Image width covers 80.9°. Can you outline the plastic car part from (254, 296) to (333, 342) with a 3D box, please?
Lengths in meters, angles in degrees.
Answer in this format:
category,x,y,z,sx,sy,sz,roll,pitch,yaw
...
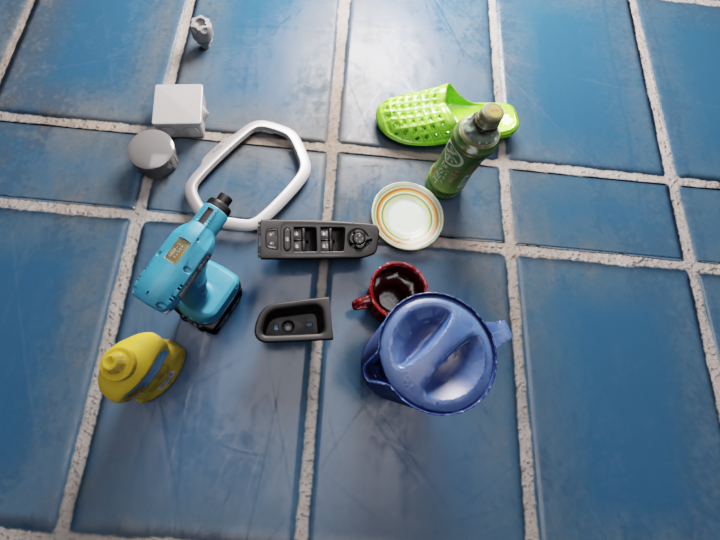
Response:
category,x,y,z,sx,sy,sz,roll,pitch,yaw
plastic car part,-0.106,0.084,0.665,0.116,0.070,0.067,-5,73,-6

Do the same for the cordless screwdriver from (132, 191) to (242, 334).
category,x,y,z,sx,sy,sz,roll,pitch,yaw
cordless screwdriver,-0.217,0.000,0.596,0.075,0.246,0.159,29,72,1

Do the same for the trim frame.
category,x,y,z,sx,sy,sz,roll,pitch,yaw
trim frame,-0.203,-0.177,0.773,0.188,0.027,0.247,36,73,9

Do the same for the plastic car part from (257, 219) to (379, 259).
category,x,y,z,sx,sy,sz,roll,pitch,yaw
plastic car part,-0.070,-0.046,0.713,0.202,0.066,0.068,-1,73,-4
